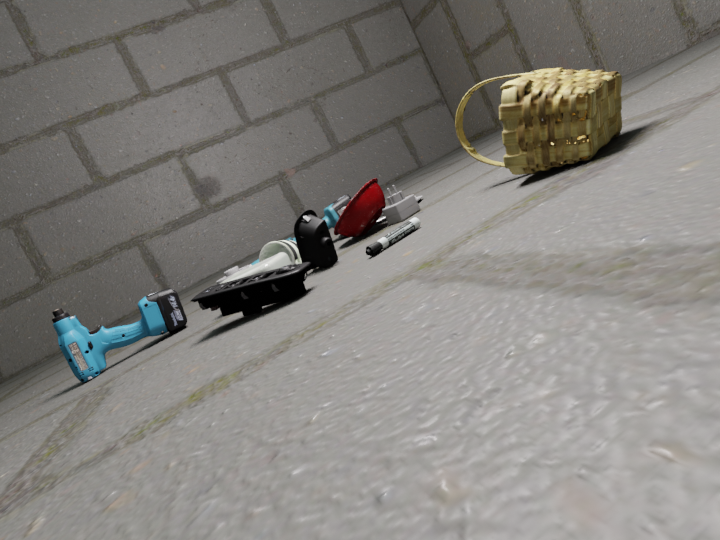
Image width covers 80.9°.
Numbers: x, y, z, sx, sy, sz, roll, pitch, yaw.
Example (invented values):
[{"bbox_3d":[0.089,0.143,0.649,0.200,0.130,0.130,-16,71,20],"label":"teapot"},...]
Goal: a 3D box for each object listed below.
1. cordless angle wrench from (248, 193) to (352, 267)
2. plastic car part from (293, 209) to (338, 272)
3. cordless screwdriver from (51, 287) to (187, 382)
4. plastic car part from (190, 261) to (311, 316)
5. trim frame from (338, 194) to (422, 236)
[{"bbox_3d":[-0.187,-0.054,1.110,0.419,0.073,0.100,-37,10,-13],"label":"cordless angle wrench"},{"bbox_3d":[-0.078,-0.051,0.798,0.064,0.112,0.075,-30,32,-29],"label":"plastic car part"},{"bbox_3d":[-0.514,0.109,0.912,0.244,0.158,0.076,-28,6,-23],"label":"cordless screwdriver"},{"bbox_3d":[-0.170,0.035,0.683,0.207,0.067,0.065,-19,3,18],"label":"plastic car part"},{"bbox_3d":[0.051,-0.148,1.139,0.250,0.027,0.185,-27,10,5],"label":"trim frame"}]
